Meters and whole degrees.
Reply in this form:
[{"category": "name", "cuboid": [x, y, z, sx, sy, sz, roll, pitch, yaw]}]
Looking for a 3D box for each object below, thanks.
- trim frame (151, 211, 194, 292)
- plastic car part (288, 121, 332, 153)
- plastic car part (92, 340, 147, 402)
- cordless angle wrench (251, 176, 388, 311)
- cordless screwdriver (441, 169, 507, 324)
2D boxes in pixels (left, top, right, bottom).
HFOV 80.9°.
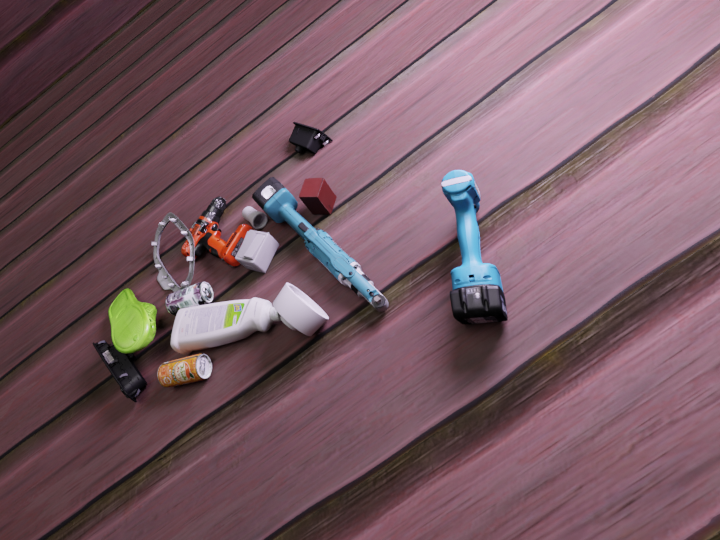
[{"category": "trim frame", "cuboid": [-0.485, -0.042, 1.087, 0.263, 0.026, 0.183, 38, 113, 36]}, {"category": "plastic car part", "cuboid": [-0.143, -0.341, 1.108, 0.123, 0.062, 0.071, 27, 91, 39]}, {"category": "plastic car part", "cuboid": [-0.555, 0.228, 0.989, 0.066, 0.064, 0.215, -32, 47, -26]}, {"category": "cordless angle wrench", "cuboid": [-0.088, -0.058, 0.901, 0.074, 0.093, 0.446, -44, 56, -3]}, {"category": "cordless screwdriver", "cuboid": [0.193, -0.035, 0.726, 0.077, 0.151, 0.253, -11, 73, 23]}]
